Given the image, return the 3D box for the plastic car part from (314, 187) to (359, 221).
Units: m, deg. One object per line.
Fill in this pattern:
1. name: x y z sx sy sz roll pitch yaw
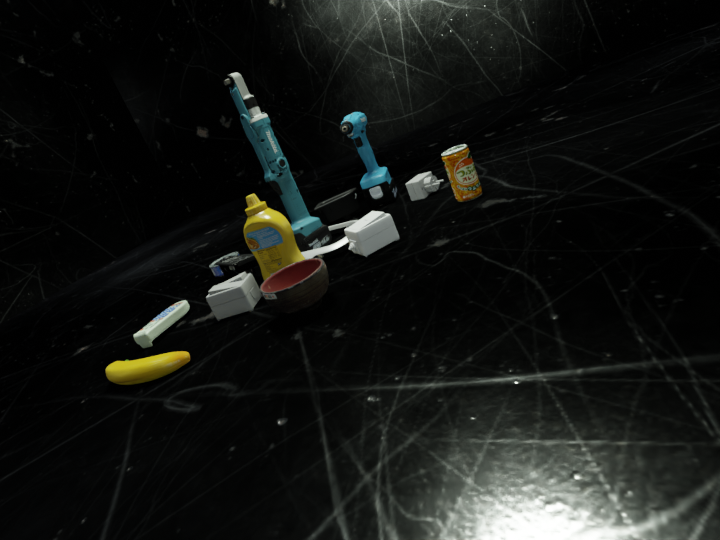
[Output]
1. plastic car part: -0.054 -0.167 1.131 0.119 0.069 0.066 -18 18 16

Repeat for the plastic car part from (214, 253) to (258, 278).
1. plastic car part: -0.290 -0.008 0.997 0.065 0.065 0.212 -32 21 -26

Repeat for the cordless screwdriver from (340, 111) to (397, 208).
1. cordless screwdriver: 0.015 -0.284 1.095 0.076 0.243 0.159 -17 17 21

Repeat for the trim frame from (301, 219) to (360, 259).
1. trim frame: -0.095 -0.062 0.972 0.259 0.027 0.181 -8 25 37

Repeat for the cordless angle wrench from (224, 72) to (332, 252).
1. cordless angle wrench: -0.191 -0.232 0.943 0.078 0.413 0.096 -6 22 47
